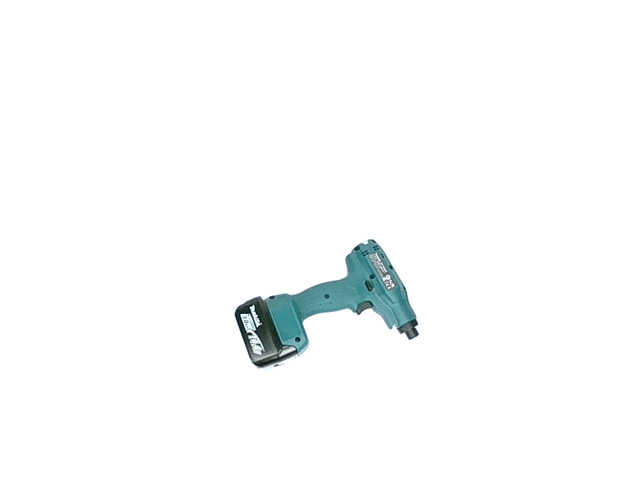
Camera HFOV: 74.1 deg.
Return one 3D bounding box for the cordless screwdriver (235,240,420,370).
[{"bbox_3d":[0.013,0.115,0.616,0.248,0.159,0.074,-24,-18,-13],"label":"cordless screwdriver"}]
